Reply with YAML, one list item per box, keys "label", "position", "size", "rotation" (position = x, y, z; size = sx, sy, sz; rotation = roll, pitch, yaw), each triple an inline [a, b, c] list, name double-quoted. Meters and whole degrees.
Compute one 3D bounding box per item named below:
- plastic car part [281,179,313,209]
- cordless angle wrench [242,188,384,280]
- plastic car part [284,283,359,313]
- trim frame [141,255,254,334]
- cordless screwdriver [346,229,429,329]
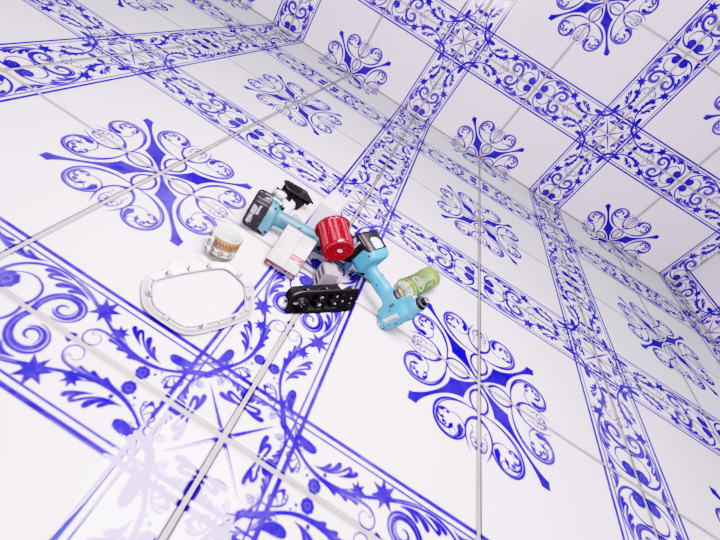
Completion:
- label: "plastic car part"
  position: [-0.208, -0.219, 1.264]
  size: [0.110, 0.071, 0.069]
  rotation: [20, 33, -49]
- label: "cordless angle wrench"
  position: [-0.112, -0.073, 1.148]
  size: [0.413, 0.098, 0.076]
  rotation: [29, 31, -12]
- label: "plastic car part"
  position: [-0.098, 0.061, 1.013]
  size: [0.193, 0.066, 0.071]
  rotation: [-4, 40, -42]
- label: "trim frame"
  position: [-0.328, 0.045, 0.880]
  size: [0.238, 0.027, 0.192]
  rotation: [-13, 54, -45]
- label: "cordless screwdriver"
  position: [0.063, 0.013, 1.058]
  size: [0.071, 0.162, 0.254]
  rotation: [-13, 72, -44]
